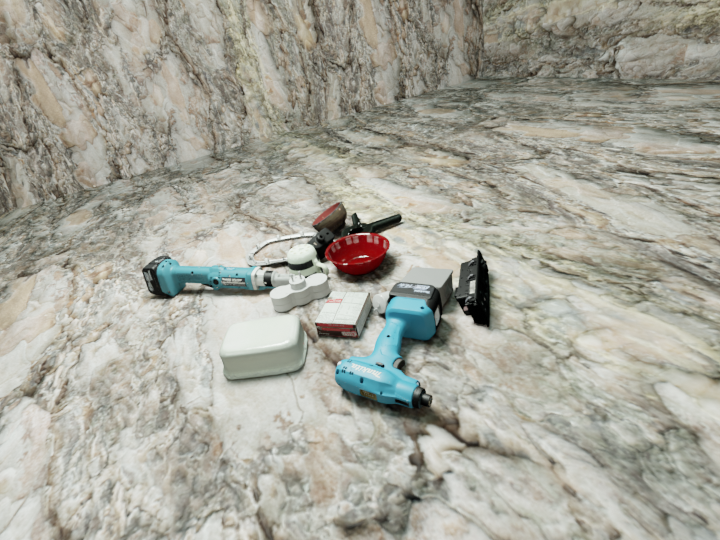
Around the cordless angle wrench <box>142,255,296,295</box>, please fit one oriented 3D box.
[{"bbox_3d":[-0.359,0.018,1.084,0.436,0.095,0.074,1,27,18],"label":"cordless angle wrench"}]

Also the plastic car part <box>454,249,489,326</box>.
[{"bbox_3d":[0.228,0.032,0.852,0.069,0.064,0.203,-26,21,34],"label":"plastic car part"}]

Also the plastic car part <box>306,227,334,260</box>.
[{"bbox_3d":[-0.111,-0.072,1.131,0.067,0.070,0.114,39,47,10],"label":"plastic car part"}]

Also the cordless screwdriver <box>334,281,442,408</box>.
[{"bbox_3d":[0.081,0.126,0.734,0.167,0.071,0.246,7,39,32],"label":"cordless screwdriver"}]

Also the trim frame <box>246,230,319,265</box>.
[{"bbox_3d":[-0.213,-0.065,1.226,0.252,0.026,0.188,-7,31,7],"label":"trim frame"}]
